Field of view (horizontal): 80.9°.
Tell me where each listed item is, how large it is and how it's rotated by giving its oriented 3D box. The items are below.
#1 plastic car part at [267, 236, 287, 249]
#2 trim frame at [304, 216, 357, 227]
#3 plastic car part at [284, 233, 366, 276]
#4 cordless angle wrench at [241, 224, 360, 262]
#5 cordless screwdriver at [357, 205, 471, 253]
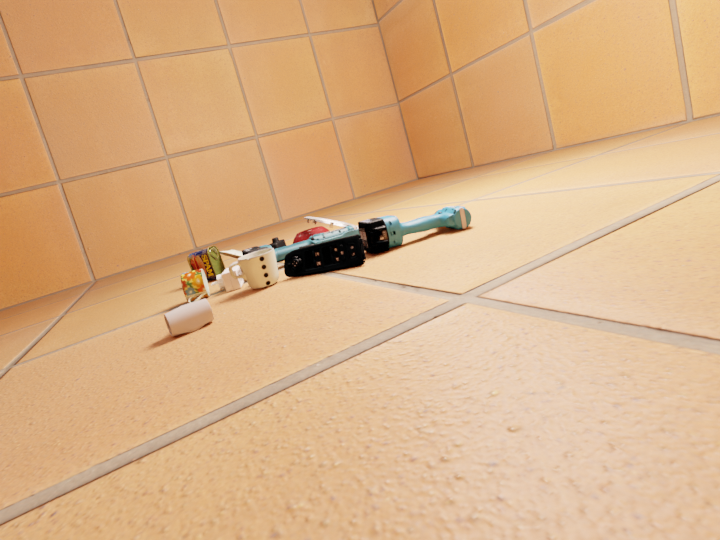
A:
[{"bbox_3d":[-0.261,-0.067,1.325,0.067,0.069,0.116,-13,14,12],"label":"plastic car part"},{"bbox_3d":[-0.088,-0.153,1.413,0.190,0.027,0.241,10,2,14],"label":"trim frame"},{"bbox_3d":[-0.081,-0.030,0.951,0.209,0.066,0.065,-11,1,22],"label":"plastic car part"},{"bbox_3d":[-0.116,-0.076,1.189,0.415,0.073,0.101,-17,11,-16],"label":"cordless angle wrench"},{"bbox_3d":[0.120,-0.108,1.018,0.248,0.073,0.162,-13,11,-4],"label":"cordless screwdriver"}]
